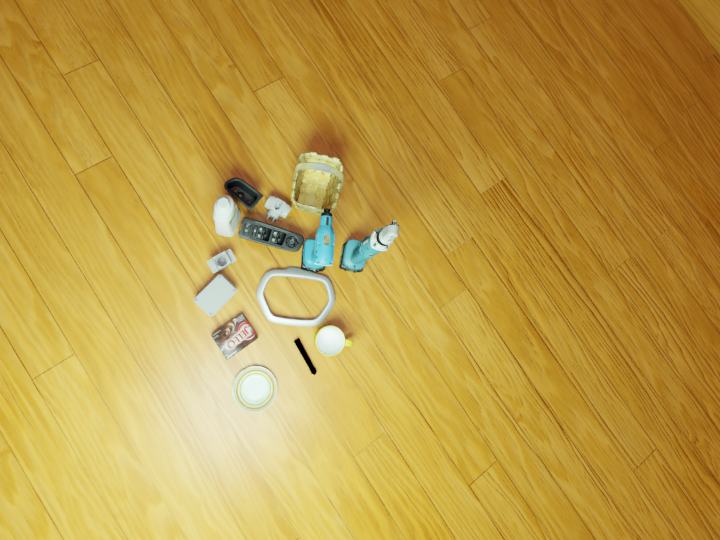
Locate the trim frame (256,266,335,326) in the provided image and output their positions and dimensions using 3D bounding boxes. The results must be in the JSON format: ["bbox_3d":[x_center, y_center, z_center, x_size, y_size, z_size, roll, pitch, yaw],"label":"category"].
[{"bbox_3d":[-0.201,0.080,1.325,0.244,0.028,0.186,5,78,-9],"label":"trim frame"}]

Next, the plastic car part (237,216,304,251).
[{"bbox_3d":[-0.280,-0.105,1.326,0.200,0.067,0.067,15,78,-7],"label":"plastic car part"}]

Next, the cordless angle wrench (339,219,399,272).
[{"bbox_3d":[0.024,-0.066,1.187,0.073,0.427,0.099,12,80,-13],"label":"cordless angle wrench"}]

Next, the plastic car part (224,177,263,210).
[{"bbox_3d":[-0.372,-0.240,1.334,0.116,0.071,0.066,38,75,-3],"label":"plastic car part"}]

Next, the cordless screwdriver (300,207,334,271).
[{"bbox_3d":[-0.123,-0.080,1.255,0.073,0.251,0.161,6,80,-14],"label":"cordless screwdriver"}]
